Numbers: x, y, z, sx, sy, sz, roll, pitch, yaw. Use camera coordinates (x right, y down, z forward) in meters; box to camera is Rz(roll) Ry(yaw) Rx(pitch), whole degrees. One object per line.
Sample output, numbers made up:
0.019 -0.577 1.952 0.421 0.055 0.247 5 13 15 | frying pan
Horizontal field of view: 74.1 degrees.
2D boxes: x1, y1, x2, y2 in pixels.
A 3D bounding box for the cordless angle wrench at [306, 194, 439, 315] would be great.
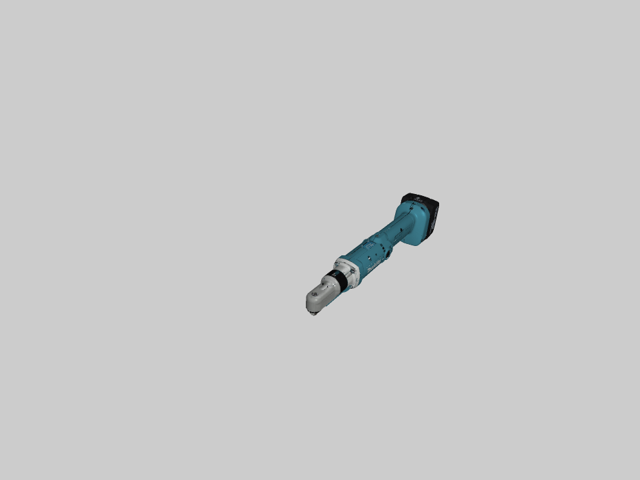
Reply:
0.107 0.019 0.813 0.074 0.098 0.421 23 36 29 | cordless angle wrench
